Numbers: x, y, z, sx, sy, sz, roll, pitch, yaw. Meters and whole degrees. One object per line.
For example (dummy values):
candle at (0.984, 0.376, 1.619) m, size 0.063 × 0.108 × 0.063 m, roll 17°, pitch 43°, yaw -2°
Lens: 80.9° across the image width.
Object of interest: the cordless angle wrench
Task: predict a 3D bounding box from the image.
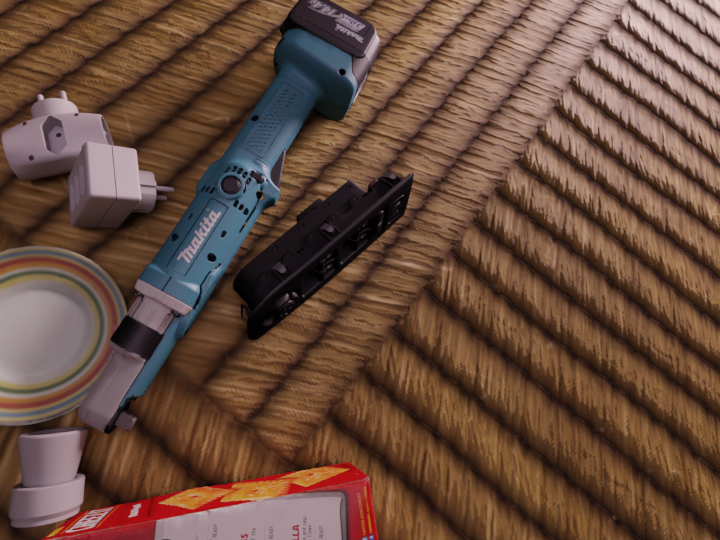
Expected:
cordless angle wrench at (-0.113, -0.067, 0.379) m, size 0.098 × 0.074 × 0.424 m, roll 27°, pitch 72°, yaw -4°

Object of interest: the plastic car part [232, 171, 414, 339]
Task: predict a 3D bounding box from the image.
plastic car part at (-0.037, -0.024, 0.382) m, size 0.069 × 0.065 × 0.201 m, roll 40°, pitch 70°, yaw 10°
